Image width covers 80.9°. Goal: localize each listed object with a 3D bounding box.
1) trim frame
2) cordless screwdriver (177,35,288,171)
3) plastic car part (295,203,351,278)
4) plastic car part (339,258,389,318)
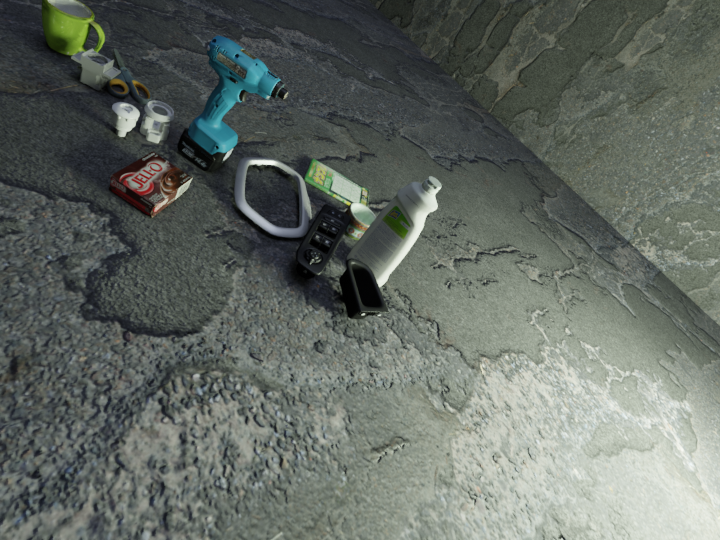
[{"bbox_3d":[-0.184,-0.163,0.913,0.177,0.027,0.258,15,42,-25],"label":"trim frame"},{"bbox_3d":[-0.252,-0.302,0.824,0.158,0.250,0.074,36,37,-5],"label":"cordless screwdriver"},{"bbox_3d":[-0.082,-0.054,0.842,0.065,0.067,0.205,32,37,-9],"label":"plastic car part"},{"bbox_3d":[-0.007,0.044,0.792,0.063,0.071,0.122,8,46,-34],"label":"plastic car part"}]
